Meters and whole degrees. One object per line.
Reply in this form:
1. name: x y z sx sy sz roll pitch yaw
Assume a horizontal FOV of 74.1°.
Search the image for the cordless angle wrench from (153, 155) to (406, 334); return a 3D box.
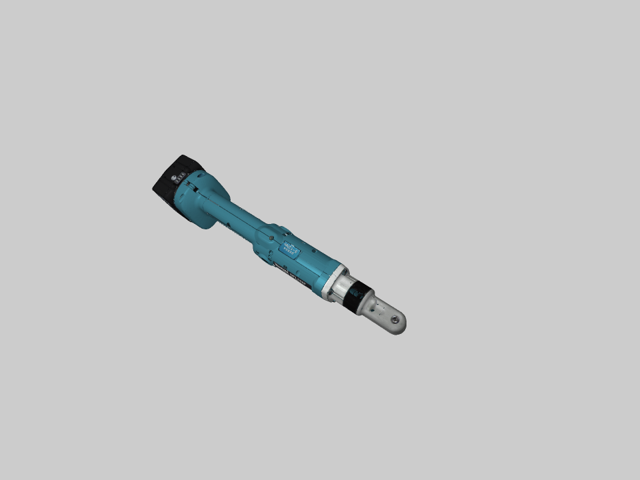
1. cordless angle wrench: -0.064 0.008 0.603 0.423 0.074 0.098 31 -14 22
